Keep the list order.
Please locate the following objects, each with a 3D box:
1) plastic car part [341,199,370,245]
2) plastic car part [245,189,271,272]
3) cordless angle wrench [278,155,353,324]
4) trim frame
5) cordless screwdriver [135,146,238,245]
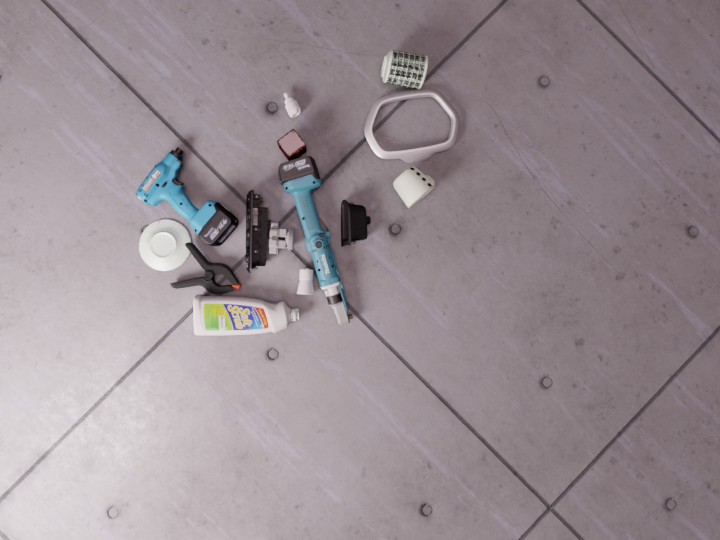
[{"bbox_3d":[-0.010,-0.119,1.061,0.069,0.068,0.117,3,86,-19],"label":"plastic car part"},{"bbox_3d":[-0.258,-0.094,1.053,0.064,0.069,0.203,6,87,-30],"label":"plastic car part"},{"bbox_3d":[-0.103,-0.067,1.049,0.098,0.075,0.422,-17,91,-3],"label":"cordless angle wrench"},{"bbox_3d":[0.132,-0.370,1.084,0.247,0.027,0.184,-10,88,-4],"label":"trim frame"},{"bbox_3d":[-0.412,-0.180,1.042,0.250,0.074,0.159,35,88,3],"label":"cordless screwdriver"}]
